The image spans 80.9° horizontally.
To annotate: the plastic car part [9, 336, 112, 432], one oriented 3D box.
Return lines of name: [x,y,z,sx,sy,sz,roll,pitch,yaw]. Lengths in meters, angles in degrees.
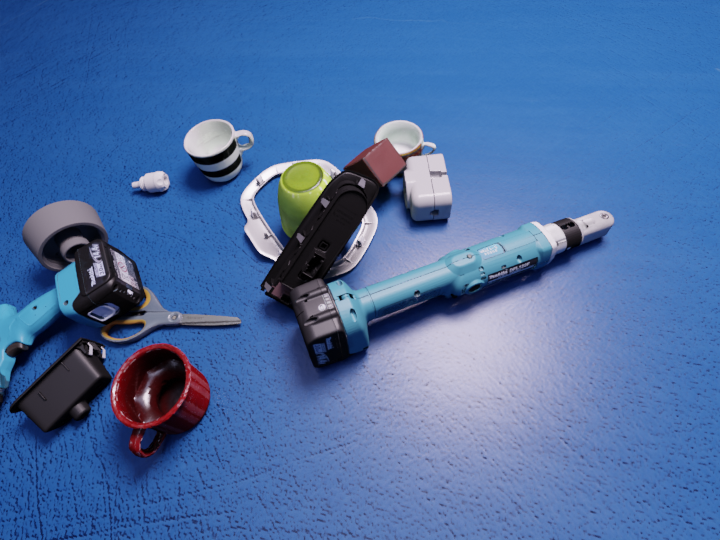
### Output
plastic car part: [-0.368,0.154,0.539,0.073,0.065,0.116,36,73,10]

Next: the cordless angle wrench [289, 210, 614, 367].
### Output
cordless angle wrench: [0.126,0.003,0.525,0.420,0.094,0.078,-19,55,-6]

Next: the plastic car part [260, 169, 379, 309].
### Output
plastic car part: [-0.051,-0.034,0.524,0.065,0.068,0.203,33,101,-9]

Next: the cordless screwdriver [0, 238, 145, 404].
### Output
cordless screwdriver: [-0.421,0.075,0.575,0.249,0.071,0.167,-29,58,2]

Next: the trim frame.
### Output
trim frame: [-0.087,-0.089,0.653,0.183,0.026,0.260,-32,60,-9]
